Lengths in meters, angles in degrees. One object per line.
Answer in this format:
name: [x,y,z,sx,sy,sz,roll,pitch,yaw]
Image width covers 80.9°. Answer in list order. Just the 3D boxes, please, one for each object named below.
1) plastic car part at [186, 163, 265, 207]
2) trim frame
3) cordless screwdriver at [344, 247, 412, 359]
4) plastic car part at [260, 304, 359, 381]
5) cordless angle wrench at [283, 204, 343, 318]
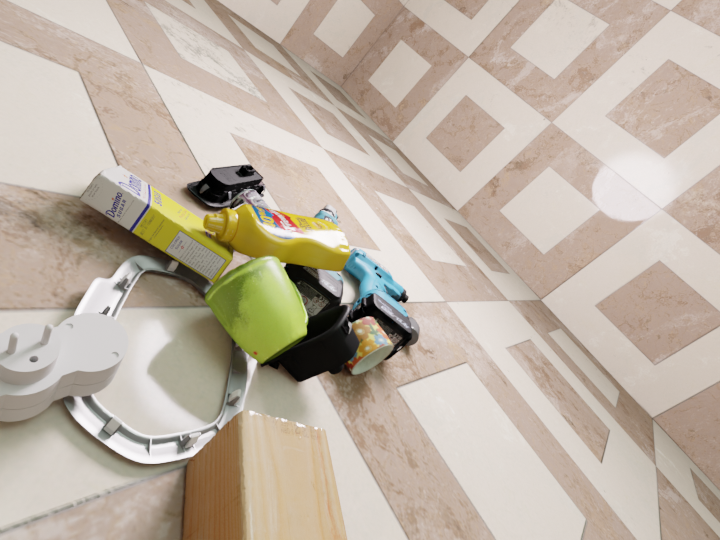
plastic car part: [-0.221,-0.154,0.745,0.066,0.068,0.201,50,25,-4]
trim frame: [-0.191,0.071,0.429,0.176,0.028,0.257,30,27,-25]
cordless screwdriver: [0.042,0.061,0.776,0.154,0.075,0.255,36,19,-18]
plastic car part: [-0.052,0.098,0.517,0.068,0.118,0.067,62,17,-22]
cordless angle wrench: [-0.077,-0.050,0.786,0.096,0.075,0.430,37,21,-15]
